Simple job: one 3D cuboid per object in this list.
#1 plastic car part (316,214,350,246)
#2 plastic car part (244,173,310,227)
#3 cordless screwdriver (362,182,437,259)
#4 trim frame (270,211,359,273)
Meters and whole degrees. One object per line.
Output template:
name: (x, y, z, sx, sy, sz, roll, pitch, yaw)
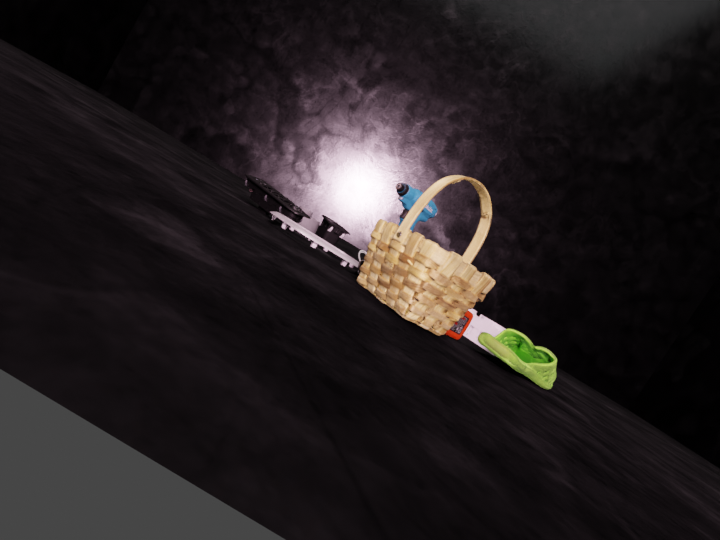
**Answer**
plastic car part: (-0.084, -0.097, 1.104, 0.063, 0.071, 0.121, 30, 4, -23)
plastic car part: (-0.204, -0.158, 0.994, 0.214, 0.067, 0.063, 33, 4, 31)
cordless screwdriver: (0.088, -0.097, 1.084, 0.150, 0.248, 0.079, 27, 5, -45)
trim frame: (-0.087, -0.057, 0.892, 0.238, 0.027, 0.192, 29, 4, -25)
